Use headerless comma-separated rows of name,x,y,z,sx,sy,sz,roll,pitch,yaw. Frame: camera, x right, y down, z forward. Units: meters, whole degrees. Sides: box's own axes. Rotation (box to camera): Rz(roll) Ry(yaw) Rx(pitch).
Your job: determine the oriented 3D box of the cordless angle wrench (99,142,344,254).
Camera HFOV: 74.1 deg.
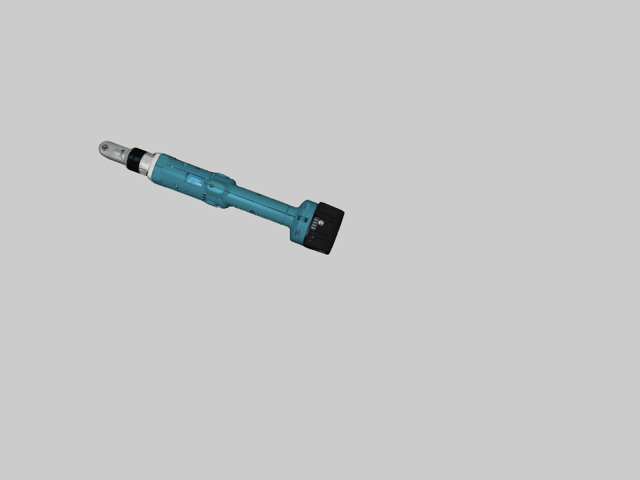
cordless angle wrench,-0.171,-0.083,0.712,0.423,0.074,0.098,20,-4,0
